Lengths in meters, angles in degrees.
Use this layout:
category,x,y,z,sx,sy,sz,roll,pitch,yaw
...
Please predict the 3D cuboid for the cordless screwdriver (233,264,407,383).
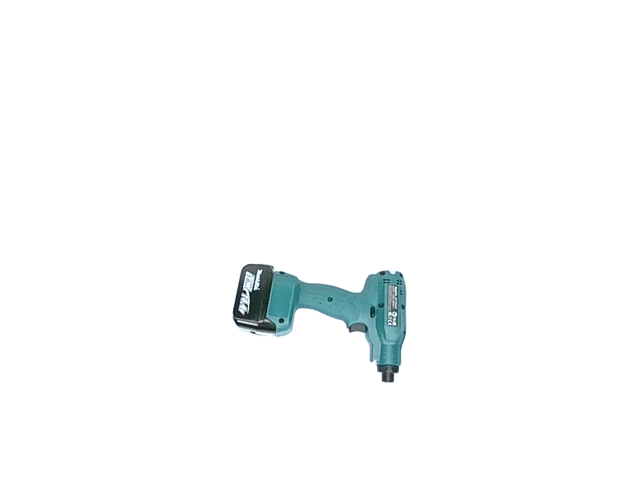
category,x,y,z,sx,sy,sz,roll,pitch,yaw
cordless screwdriver,0.002,0.116,0.611,0.249,0.159,0.074,5,-19,-5
